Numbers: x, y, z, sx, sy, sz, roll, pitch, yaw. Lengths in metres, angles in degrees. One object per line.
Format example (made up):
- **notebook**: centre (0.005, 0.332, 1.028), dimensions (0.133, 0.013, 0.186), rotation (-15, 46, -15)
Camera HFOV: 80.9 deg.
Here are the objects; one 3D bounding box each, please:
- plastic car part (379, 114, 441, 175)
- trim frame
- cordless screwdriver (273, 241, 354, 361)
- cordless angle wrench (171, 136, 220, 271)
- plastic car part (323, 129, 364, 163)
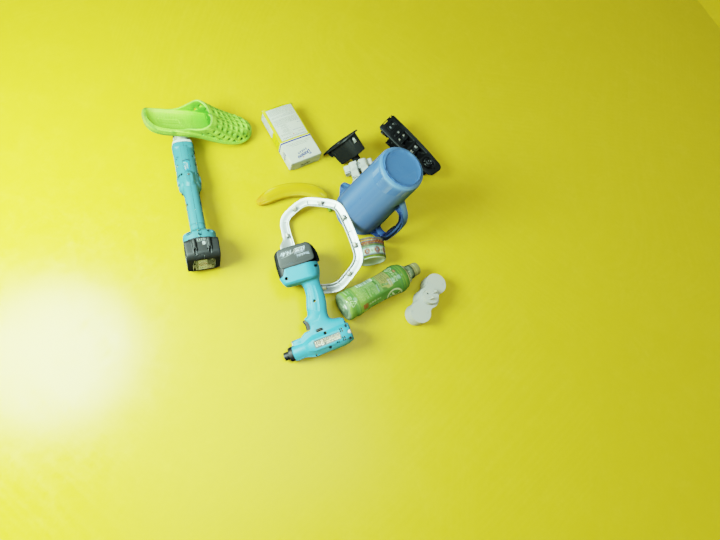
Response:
- **plastic car part**: centre (0.133, -0.334, 1.180), dimensions (0.203, 0.067, 0.066), rotation (42, 59, 1)
- **trim frame**: centre (-0.100, -0.065, 1.021), dimensions (0.185, 0.027, 0.253), rotation (-22, 78, 4)
- **cordless screwdriver**: centre (-0.132, 0.071, 0.949), dimensions (0.159, 0.073, 0.253), rotation (-22, 79, 0)
- **cordless angle wrench**: centre (-0.407, -0.207, 1.006), dimensions (0.072, 0.098, 0.436), rotation (-10, 68, -22)
- **plastic car part**: centre (-0.033, -0.319, 1.124), dimensions (0.065, 0.121, 0.069), rotation (-48, 112, -24)
